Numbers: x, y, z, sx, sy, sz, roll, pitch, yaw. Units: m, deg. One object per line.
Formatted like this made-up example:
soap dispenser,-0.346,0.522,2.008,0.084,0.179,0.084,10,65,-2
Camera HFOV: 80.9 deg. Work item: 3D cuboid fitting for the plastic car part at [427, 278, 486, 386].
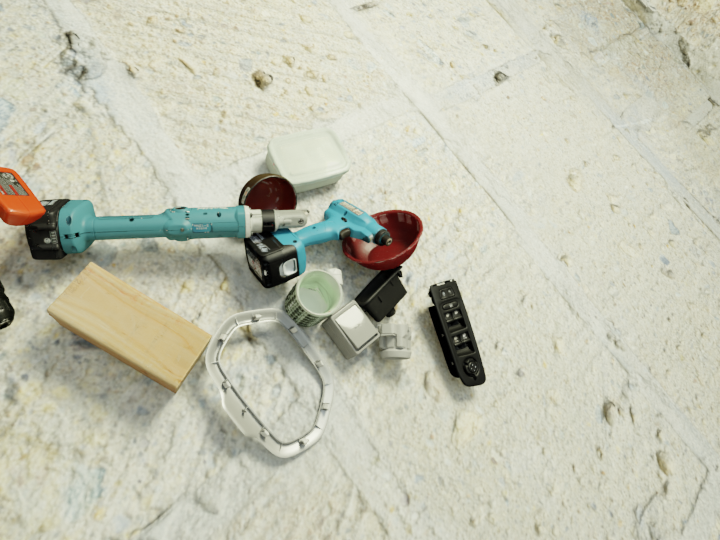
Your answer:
plastic car part,0.177,0.125,0.817,0.064,0.068,0.207,-11,75,-33

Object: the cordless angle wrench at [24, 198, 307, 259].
cordless angle wrench,-0.294,-0.077,0.691,0.414,0.073,0.102,-4,24,-14

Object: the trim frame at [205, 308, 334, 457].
trim frame,-0.138,0.175,0.682,0.181,0.028,0.246,-40,97,-35

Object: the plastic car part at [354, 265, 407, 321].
plastic car part,0.045,0.053,0.813,0.069,0.068,0.115,49,62,-13

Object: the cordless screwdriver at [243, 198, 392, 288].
cordless screwdriver,-0.075,-0.049,0.767,0.243,0.072,0.168,-28,44,-29
